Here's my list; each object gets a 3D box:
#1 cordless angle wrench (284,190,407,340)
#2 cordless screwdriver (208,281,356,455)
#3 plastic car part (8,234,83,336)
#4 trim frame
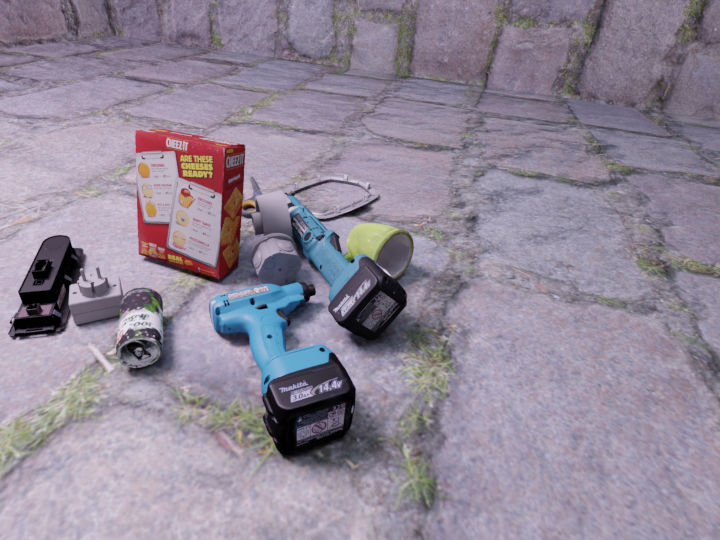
[{"bbox_3d":[-0.072,-0.047,0.740,0.070,0.098,0.446,35,8,-38],"label":"cordless angle wrench"},{"bbox_3d":[-0.086,0.095,0.543,0.154,0.072,0.263,-14,35,-27],"label":"cordless screwdriver"},{"bbox_3d":[-0.468,0.009,0.634,0.065,0.065,0.213,-12,35,-15],"label":"plastic car part"},{"bbox_3d":[-0.069,-0.177,0.982,0.194,0.027,0.241,31,40,31],"label":"trim frame"}]
